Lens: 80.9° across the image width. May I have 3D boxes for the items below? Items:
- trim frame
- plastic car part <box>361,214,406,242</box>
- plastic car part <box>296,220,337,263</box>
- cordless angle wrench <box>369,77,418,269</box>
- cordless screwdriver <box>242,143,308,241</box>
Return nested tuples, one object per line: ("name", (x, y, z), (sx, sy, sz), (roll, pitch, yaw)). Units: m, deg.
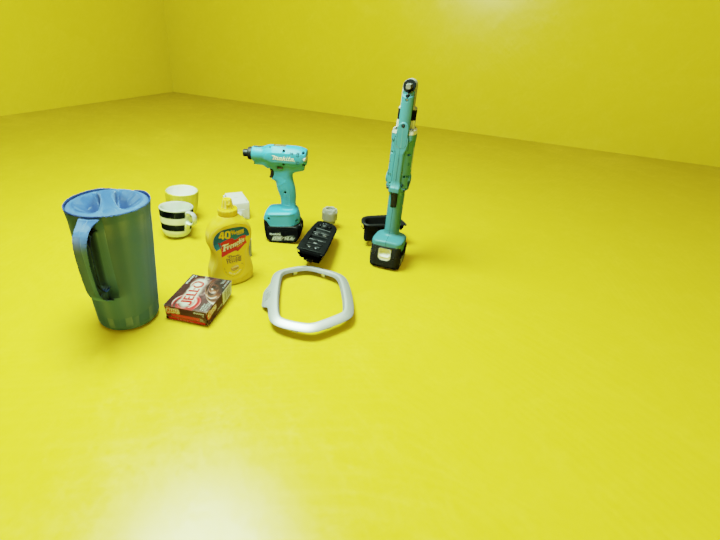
("trim frame", (-0.109, 0.052, 0.869), (0.182, 0.027, 0.257), (-1, 30, -7))
("plastic car part", (0.051, -0.105, 1.113), (0.113, 0.069, 0.069), (-7, 31, -18))
("plastic car part", (-0.101, -0.066, 1.037), (0.067, 0.065, 0.205), (7, 30, 5))
("cordless angle wrench", (0.084, -0.205, 0.946), (0.076, 0.413, 0.097), (13, 29, 14))
("cordless screwdriver", (-0.218, -0.197, 1.077), (0.160, 0.243, 0.075), (7, 28, 3))
